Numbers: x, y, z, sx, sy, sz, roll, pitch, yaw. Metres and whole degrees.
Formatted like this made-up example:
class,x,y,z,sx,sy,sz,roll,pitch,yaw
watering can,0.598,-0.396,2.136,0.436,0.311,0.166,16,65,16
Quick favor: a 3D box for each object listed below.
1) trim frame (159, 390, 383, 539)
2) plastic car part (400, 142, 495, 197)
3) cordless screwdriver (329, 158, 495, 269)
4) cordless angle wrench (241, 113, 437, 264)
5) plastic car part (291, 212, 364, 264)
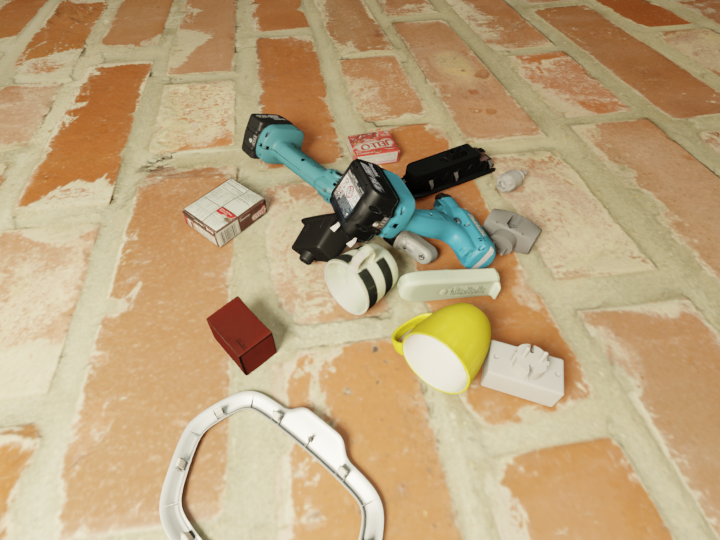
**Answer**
class,x,y,z,sx,sy,sz,roll,pitch,yaw
trim frame,-0.096,0.234,0.441,0.260,0.026,0.182,29,55,26
plastic car part,0.154,-0.186,0.769,0.200,0.065,0.069,-24,61,-15
cordless screwdriver,0.076,-0.092,0.624,0.237,0.074,0.166,15,37,-29
cordless angle wrench,-0.045,-0.144,0.729,0.443,0.074,0.094,40,35,25
plastic car part,-0.063,-0.041,0.641,0.122,0.063,0.071,0,52,53
